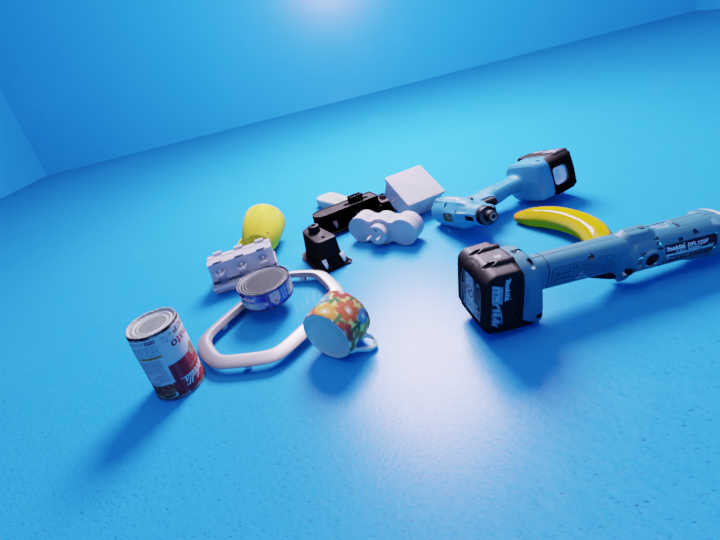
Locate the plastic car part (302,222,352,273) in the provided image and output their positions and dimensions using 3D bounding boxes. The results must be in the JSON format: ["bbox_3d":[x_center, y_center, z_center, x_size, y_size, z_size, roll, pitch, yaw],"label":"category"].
[{"bbox_3d":[-0.076,-0.050,0.778,0.065,0.068,0.123,-24,32,-21],"label":"plastic car part"}]

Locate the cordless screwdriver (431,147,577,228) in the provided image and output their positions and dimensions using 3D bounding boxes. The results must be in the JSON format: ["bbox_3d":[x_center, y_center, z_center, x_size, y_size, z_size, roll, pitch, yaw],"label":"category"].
[{"bbox_3d":[0.266,-0.139,0.743,0.246,0.073,0.165,-25,17,-11],"label":"cordless screwdriver"}]

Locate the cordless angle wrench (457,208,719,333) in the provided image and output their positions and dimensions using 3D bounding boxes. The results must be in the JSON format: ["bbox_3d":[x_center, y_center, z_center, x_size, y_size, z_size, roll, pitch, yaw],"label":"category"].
[{"bbox_3d":[0.336,-0.023,0.522,0.421,0.094,0.077,-14,30,-4],"label":"cordless angle wrench"}]

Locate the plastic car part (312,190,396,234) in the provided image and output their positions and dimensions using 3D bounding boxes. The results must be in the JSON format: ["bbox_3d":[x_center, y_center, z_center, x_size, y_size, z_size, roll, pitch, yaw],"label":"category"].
[{"bbox_3d":[-0.021,-0.123,0.893,0.200,0.064,0.070,-27,37,-15],"label":"plastic car part"}]

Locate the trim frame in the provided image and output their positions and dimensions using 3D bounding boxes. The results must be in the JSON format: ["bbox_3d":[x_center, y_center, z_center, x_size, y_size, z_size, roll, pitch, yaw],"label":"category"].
[{"bbox_3d":[-0.134,0.067,0.649,0.193,0.026,0.245,8,38,34],"label":"trim frame"}]
